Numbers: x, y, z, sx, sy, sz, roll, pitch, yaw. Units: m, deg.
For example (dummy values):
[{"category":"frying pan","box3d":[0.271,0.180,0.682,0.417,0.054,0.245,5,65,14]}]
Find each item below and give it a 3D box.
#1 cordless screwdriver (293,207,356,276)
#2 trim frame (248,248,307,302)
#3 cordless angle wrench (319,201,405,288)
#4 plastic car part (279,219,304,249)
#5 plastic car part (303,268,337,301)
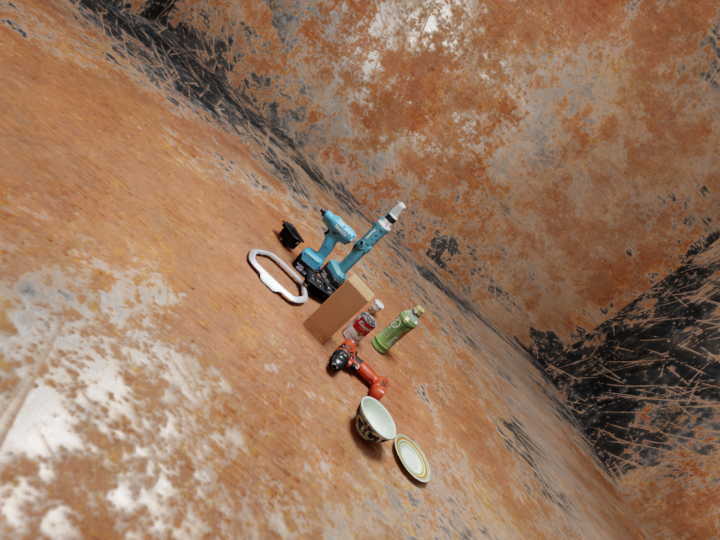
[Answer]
[{"category":"cordless screwdriver","box3d":[-0.151,-0.099,1.541,0.160,0.250,0.073,46,18,2]},{"category":"trim frame","box3d":[-0.269,0.016,1.391,0.249,0.028,0.183,43,18,0]},{"category":"cordless angle wrench","box3d":[0.015,-0.099,1.611,0.070,0.426,0.103,19,32,-53]},{"category":"plastic car part","box3d":[-0.275,-0.128,1.634,0.062,0.071,0.122,21,28,-50]},{"category":"plastic car part","box3d":[-0.128,0.077,1.489,0.193,0.067,0.069,33,21,-29]}]
